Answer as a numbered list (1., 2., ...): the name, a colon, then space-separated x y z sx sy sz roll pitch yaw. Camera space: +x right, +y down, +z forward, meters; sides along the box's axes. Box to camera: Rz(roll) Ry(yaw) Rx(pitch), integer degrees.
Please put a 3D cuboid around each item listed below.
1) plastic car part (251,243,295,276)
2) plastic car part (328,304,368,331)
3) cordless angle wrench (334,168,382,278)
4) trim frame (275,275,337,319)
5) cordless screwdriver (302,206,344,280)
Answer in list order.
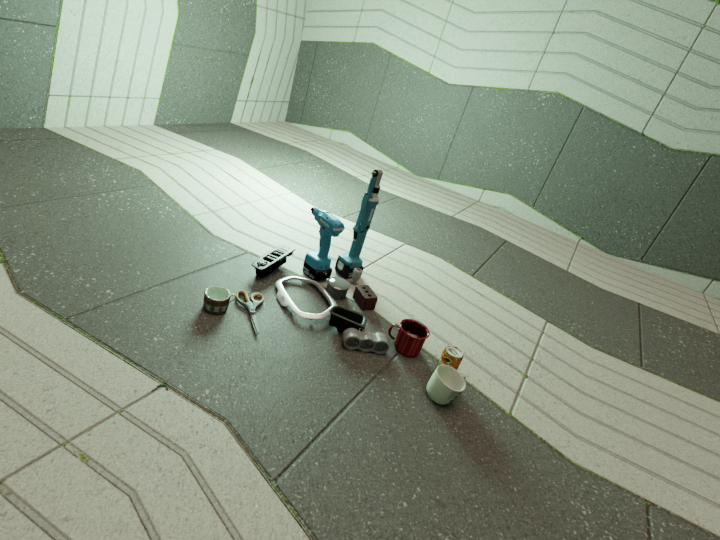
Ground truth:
1. plastic car part: -0.315 -0.032 1.506 0.069 0.066 0.199 25 29 16
2. plastic car part: -0.045 0.158 1.286 0.118 0.070 0.066 18 27 5
3. cordless angle wrench: 0.007 -0.167 1.535 0.094 0.417 0.079 -7 36 -40
4. trim frame: -0.184 0.087 1.394 0.177 0.027 0.263 -4 33 -32
5. cordless screwdriver: -0.148 -0.097 1.515 0.071 0.245 0.168 -8 36 -41
